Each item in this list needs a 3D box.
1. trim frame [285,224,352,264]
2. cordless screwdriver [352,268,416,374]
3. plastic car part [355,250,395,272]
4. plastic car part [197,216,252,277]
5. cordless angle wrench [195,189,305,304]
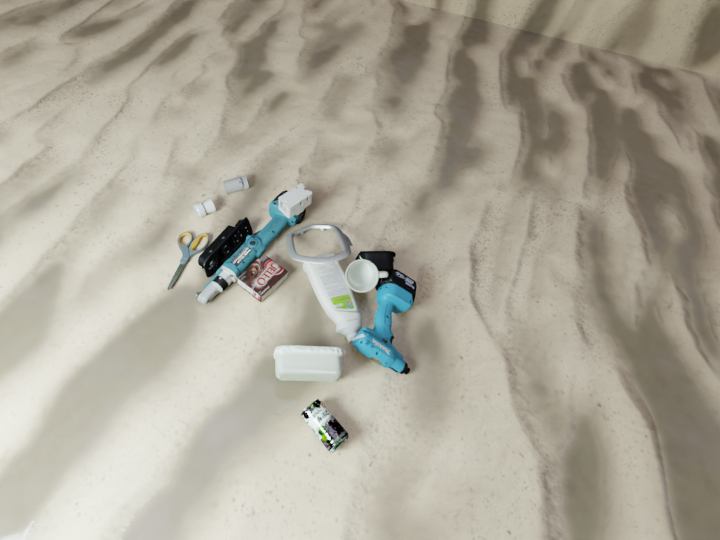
[{"bbox_3d":[-0.116,-0.076,1.191,0.182,0.027,0.259,-10,28,-9],"label":"trim frame"},{"bbox_3d":[0.085,0.130,1.083,0.156,0.075,0.250,34,52,-13],"label":"cordless screwdriver"},{"bbox_3d":[0.051,-0.016,1.208,0.114,0.066,0.072,1,69,-11],"label":"plastic car part"},{"bbox_3d":[-0.387,-0.071,1.190,0.069,0.064,0.203,17,53,15],"label":"plastic car part"},{"bbox_3d":[-0.304,-0.064,1.192,0.100,0.073,0.421,28,58,12],"label":"cordless angle wrench"}]
